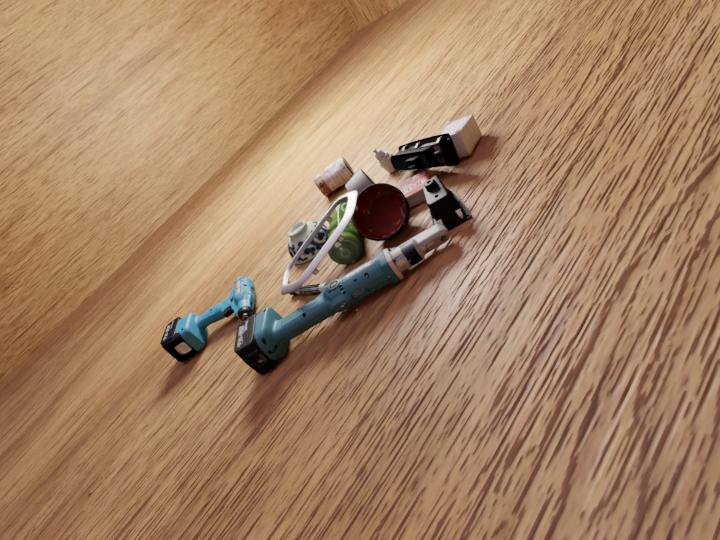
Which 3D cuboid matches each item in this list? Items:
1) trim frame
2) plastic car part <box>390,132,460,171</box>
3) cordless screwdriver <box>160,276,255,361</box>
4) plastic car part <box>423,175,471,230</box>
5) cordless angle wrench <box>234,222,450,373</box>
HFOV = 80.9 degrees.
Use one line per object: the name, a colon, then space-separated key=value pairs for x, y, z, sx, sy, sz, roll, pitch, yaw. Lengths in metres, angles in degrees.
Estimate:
trim frame: x=-0.080 y=-0.053 z=0.822 sx=0.248 sy=0.026 sz=0.190 roll=-55 pitch=22 yaw=5
plastic car part: x=0.125 y=-0.241 z=0.908 sx=0.066 sy=0.064 sz=0.211 roll=-36 pitch=21 yaw=-9
cordless screwdriver: x=-0.353 y=0.125 z=1.002 sx=0.250 sy=0.071 sz=0.166 roll=-35 pitch=30 yaw=4
plastic car part: x=0.141 y=-0.129 z=0.759 sx=0.067 sy=0.067 sz=0.120 roll=-30 pitch=34 yaw=18
cordless angle wrench: x=-0.034 y=0.042 z=0.743 sx=0.428 sy=0.071 sz=0.101 roll=-31 pitch=30 yaw=13
